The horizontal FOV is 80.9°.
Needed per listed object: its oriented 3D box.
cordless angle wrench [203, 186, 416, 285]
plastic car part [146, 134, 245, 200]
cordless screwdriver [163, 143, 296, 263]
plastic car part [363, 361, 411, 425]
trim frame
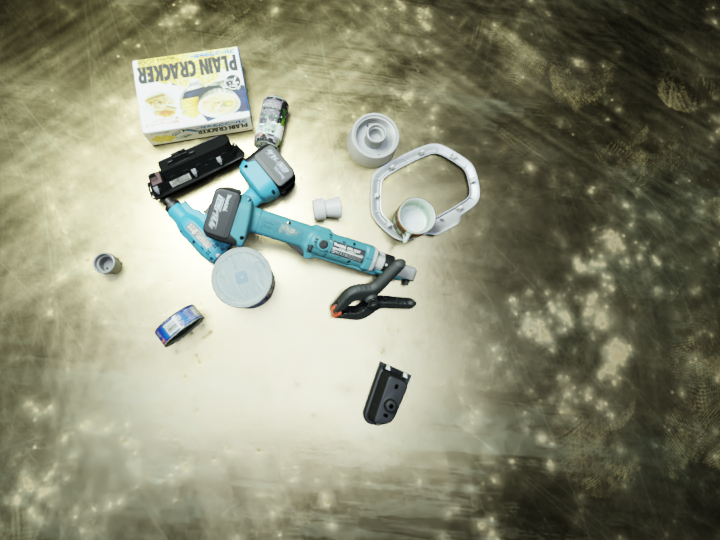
[{"bbox_3d":[-0.078,-0.051,0.802,0.411,0.077,0.098,17,94,-16],"label":"cordless angle wrench"},{"bbox_3d":[-0.333,-0.217,0.843,0.200,0.064,0.070,-25,45,-12],"label":"plastic car part"},{"bbox_3d":[-0.257,-0.151,0.838,0.248,0.074,0.160,-44,88,-6],"label":"cordless screwdriver"},{"bbox_3d":[0.053,0.241,0.794,0.066,0.071,0.117,23,77,-2],"label":"plastic car part"},{"bbox_3d":[0.136,-0.166,0.889,0.246,0.027,0.186,-27,84,-10],"label":"trim frame"}]
